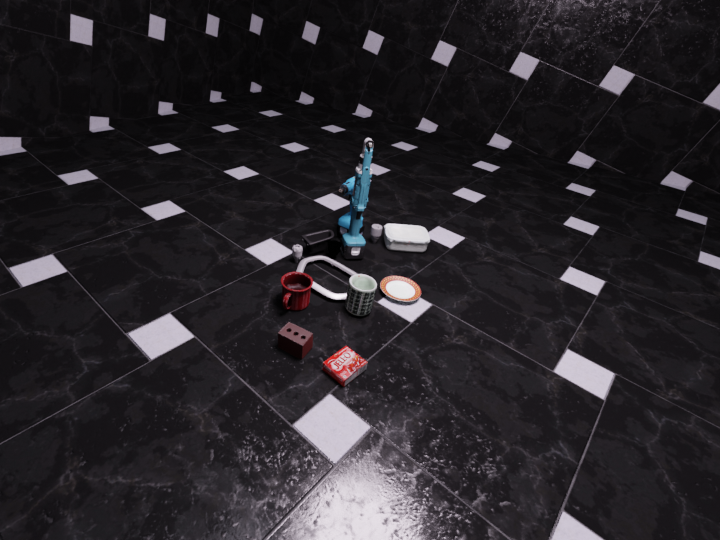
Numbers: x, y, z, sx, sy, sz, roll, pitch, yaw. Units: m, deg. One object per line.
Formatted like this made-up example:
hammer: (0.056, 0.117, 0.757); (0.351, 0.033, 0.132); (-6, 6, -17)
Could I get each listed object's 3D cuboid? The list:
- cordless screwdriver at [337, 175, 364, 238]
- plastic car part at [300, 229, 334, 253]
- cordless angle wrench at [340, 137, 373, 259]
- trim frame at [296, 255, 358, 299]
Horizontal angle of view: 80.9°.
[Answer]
cordless screwdriver: (-0.038, -0.221, 1.536); (0.078, 0.243, 0.155); (26, 36, 25)
plastic car part: (-0.145, -0.095, 1.486); (0.113, 0.069, 0.070); (-15, 39, -30)
cordless angle wrench: (-0.004, -0.232, 1.403); (0.073, 0.413, 0.102); (1, 33, -14)
trim frame: (-0.093, 0.021, 1.358); (0.261, 0.027, 0.179); (27, 39, 29)
